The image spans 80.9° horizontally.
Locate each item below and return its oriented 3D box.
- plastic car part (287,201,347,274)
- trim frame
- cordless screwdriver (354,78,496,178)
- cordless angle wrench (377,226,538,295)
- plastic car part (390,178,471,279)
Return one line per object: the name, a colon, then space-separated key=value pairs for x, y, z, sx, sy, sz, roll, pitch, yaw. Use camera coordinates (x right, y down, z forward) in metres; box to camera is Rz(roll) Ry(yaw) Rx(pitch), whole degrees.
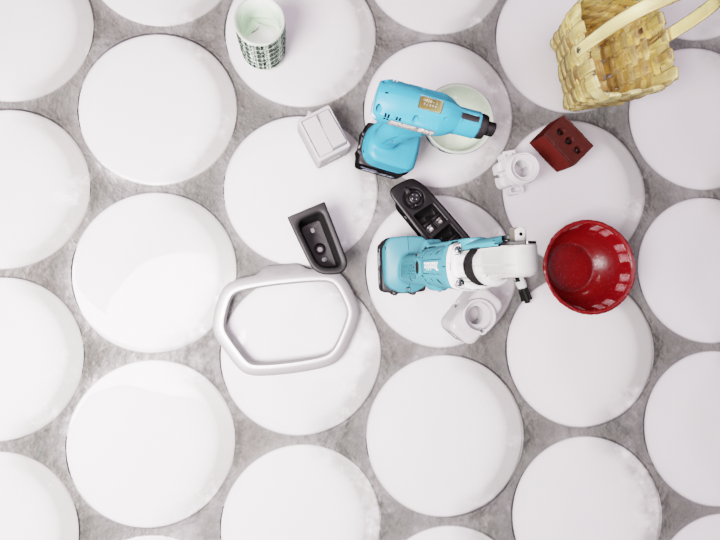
plastic car part: x=-0.069 y=-0.045 z=0.708 sx=0.065 sy=0.071 sz=0.117 roll=-23 pitch=89 yaw=-6
trim frame: x=-0.125 y=0.081 z=0.718 sx=0.247 sy=0.027 sz=0.185 roll=-7 pitch=87 yaw=-4
cordless screwdriver: x=0.079 y=-0.199 z=0.636 sx=0.158 sy=0.250 sz=0.074 roll=14 pitch=88 yaw=-7
cordless angle wrench: x=0.098 y=-0.007 z=0.538 sx=0.073 sy=0.426 sz=0.098 roll=-1 pitch=90 yaw=-9
plastic car part: x=0.127 y=-0.070 z=0.722 sx=0.066 sy=0.067 sz=0.203 roll=-38 pitch=90 yaw=-6
